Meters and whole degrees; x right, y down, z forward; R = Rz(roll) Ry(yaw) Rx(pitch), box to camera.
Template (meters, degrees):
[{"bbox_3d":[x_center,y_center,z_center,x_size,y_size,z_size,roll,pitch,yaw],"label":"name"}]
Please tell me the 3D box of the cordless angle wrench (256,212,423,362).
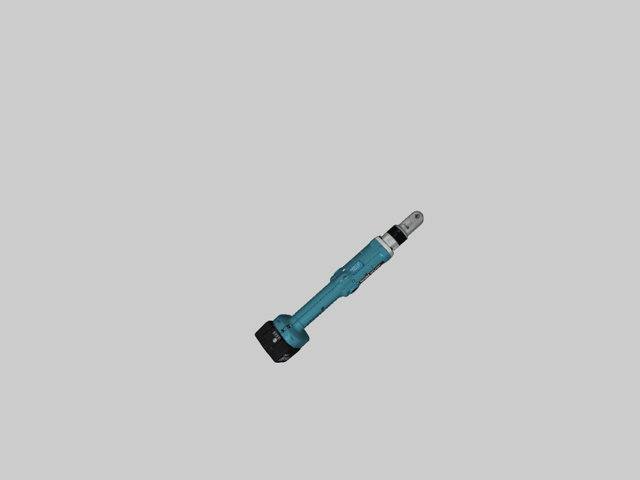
[{"bbox_3d":[0.052,0.086,0.879,0.423,0.074,0.098,-42,-19,0],"label":"cordless angle wrench"}]
